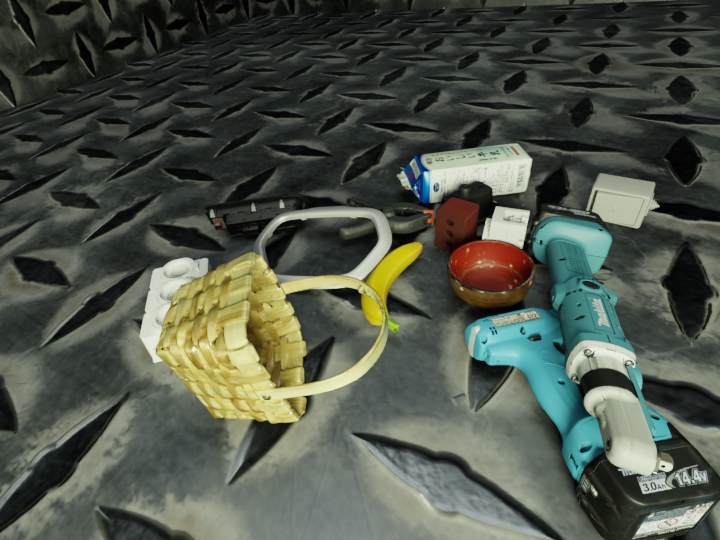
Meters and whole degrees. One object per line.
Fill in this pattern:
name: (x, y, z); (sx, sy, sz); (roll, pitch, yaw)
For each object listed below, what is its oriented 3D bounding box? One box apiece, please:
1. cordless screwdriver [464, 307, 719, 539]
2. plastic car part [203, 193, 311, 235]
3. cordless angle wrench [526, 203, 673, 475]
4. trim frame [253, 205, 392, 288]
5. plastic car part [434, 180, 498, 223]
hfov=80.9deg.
cordless screwdriver: (0.241, 0.129, 0.447); (0.157, 0.072, 0.260); (-12, 36, -10)
plastic car part: (-0.195, -0.105, 0.816); (0.203, 0.064, 0.070); (-12, 54, -1)
cordless angle wrench: (0.255, 0.038, 0.482); (0.100, 0.072, 0.422); (12, 33, 12)
trim frame: (-0.070, -0.046, 0.714); (0.257, 0.026, 0.187); (-2, 54, 21)
plastic car part: (0.191, -0.121, 0.753); (0.114, 0.068, 0.070); (-21, 40, -20)
